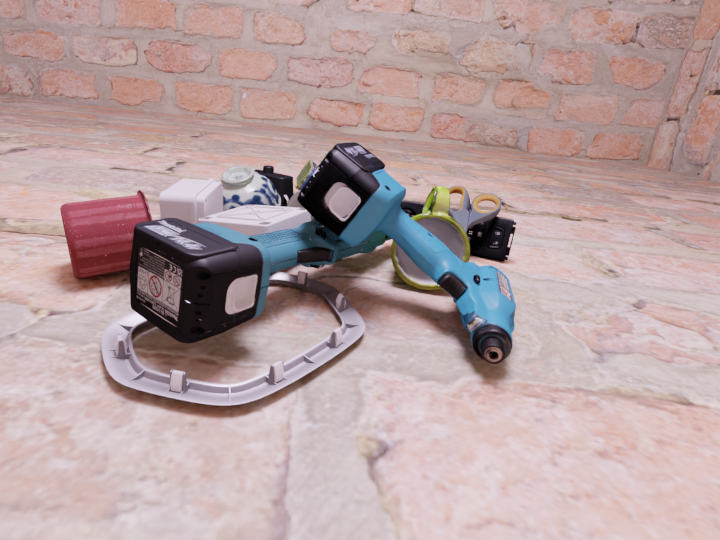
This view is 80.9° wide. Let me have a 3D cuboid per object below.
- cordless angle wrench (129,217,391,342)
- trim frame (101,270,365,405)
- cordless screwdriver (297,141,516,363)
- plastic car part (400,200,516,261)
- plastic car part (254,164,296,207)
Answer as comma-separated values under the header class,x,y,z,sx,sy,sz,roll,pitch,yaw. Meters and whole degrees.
class,x,y,z,sx,sy,sz,roll,pitch,yaw
cordless angle wrench,-0.048,-0.031,0.486,0.103,0.073,0.408,21,22,27
trim frame,-0.107,0.044,0.394,0.194,0.027,0.240,21,28,33
cordless screwdriver,0.051,-0.022,0.425,0.250,0.075,0.158,39,25,1
plastic car part,0.141,-0.072,0.697,0.210,0.066,0.065,14,12,18
plastic car part,-0.179,-0.171,0.839,0.122,0.070,0.064,20,23,23
